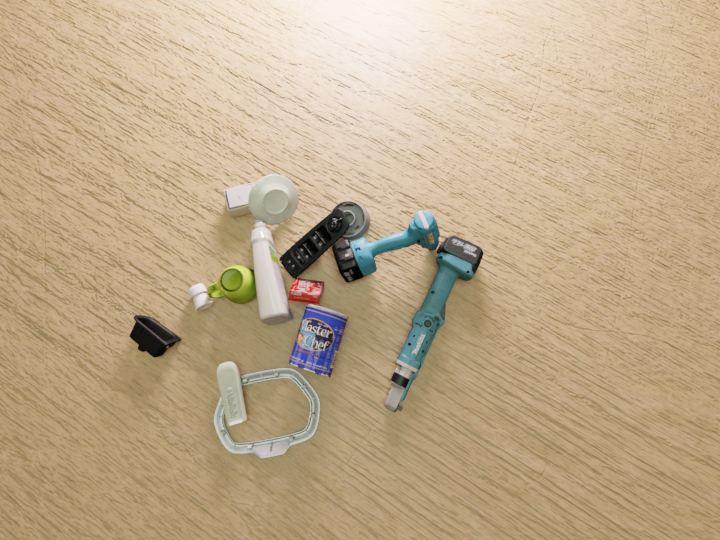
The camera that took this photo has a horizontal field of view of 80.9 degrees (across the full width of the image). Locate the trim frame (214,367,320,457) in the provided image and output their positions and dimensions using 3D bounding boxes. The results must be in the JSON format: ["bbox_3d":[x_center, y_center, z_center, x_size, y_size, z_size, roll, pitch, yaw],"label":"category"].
[{"bbox_3d":[-0.216,0.326,0.972,0.248,0.027,0.187,-11,77,-1],"label":"trim frame"}]

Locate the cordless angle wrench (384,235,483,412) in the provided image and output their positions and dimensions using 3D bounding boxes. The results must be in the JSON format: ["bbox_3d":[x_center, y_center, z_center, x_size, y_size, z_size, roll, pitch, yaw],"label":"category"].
[{"bbox_3d":[0.155,0.124,0.980,0.100,0.073,0.423,25,81,7],"label":"cordless angle wrench"}]

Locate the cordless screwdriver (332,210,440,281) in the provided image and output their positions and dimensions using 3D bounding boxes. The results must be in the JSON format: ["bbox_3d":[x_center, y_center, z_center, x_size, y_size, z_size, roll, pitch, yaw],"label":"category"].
[{"bbox_3d":[0.067,-0.049,1.006,0.252,0.151,0.077,-22,64,11],"label":"cordless screwdriver"}]

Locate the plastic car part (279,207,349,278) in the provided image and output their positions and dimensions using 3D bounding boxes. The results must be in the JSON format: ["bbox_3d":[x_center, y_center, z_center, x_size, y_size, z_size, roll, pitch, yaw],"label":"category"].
[{"bbox_3d":[-0.101,-0.066,1.028,0.205,0.064,0.069,-41,71,19],"label":"plastic car part"}]

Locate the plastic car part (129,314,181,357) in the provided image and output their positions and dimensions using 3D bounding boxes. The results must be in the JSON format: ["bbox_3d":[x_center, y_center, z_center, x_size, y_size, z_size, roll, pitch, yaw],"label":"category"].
[{"bbox_3d":[-0.504,0.165,1.016,0.119,0.064,0.071,29,94,12],"label":"plastic car part"}]
